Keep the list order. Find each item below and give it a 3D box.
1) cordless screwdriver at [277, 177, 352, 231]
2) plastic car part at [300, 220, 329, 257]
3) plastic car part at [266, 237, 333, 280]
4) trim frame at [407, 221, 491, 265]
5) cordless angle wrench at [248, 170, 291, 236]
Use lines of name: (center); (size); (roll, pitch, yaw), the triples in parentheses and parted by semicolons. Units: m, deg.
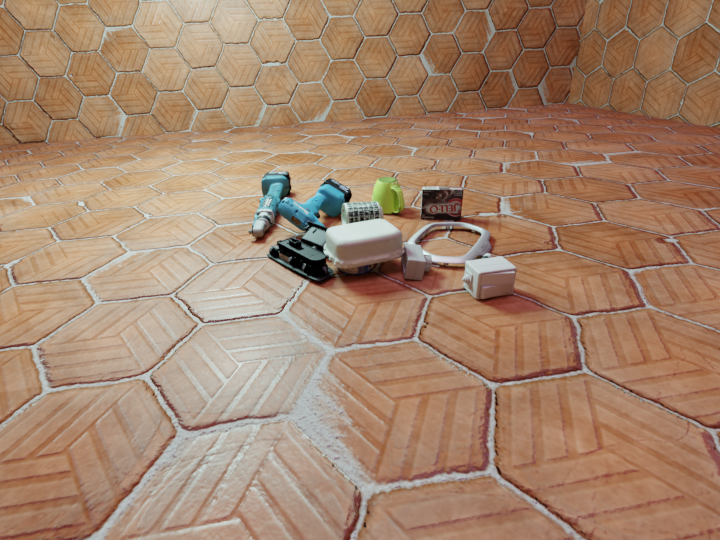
cordless screwdriver: (-0.103, -0.171, 1.195); (0.163, 0.074, 0.244); (35, 37, 12)
plastic car part: (-0.102, -0.066, 1.038); (0.123, 0.063, 0.070); (23, 51, 34)
plastic car part: (-0.137, -0.035, 0.976); (0.064, 0.066, 0.215); (-15, 32, -39)
trim frame: (0.222, -0.071, 1.040); (0.193, 0.027, 0.243); (13, 30, 28)
cordless angle wrench: (-0.279, -0.205, 1.301); (0.098, 0.072, 0.434); (-3, 30, -1)
